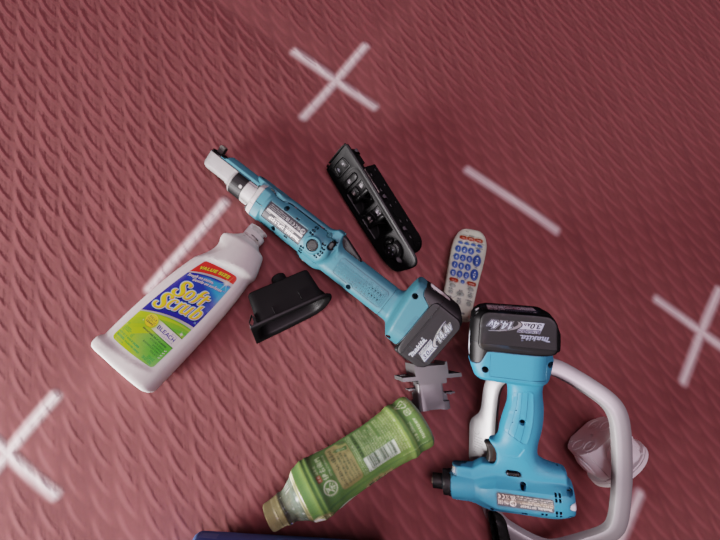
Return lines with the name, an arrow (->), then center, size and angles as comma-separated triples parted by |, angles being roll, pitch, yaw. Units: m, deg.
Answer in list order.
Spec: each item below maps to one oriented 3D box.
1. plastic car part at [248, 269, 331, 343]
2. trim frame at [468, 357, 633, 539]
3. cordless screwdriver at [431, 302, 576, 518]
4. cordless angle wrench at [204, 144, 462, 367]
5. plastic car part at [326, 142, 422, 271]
plastic car part -> -0.107, 0.040, 0.583 | 0.115, 0.064, 0.074 | -28, 68, -16
trim frame -> 0.235, 0.235, 0.537 | 0.190, 0.027, 0.248 | 1, 90, 19
cordless screwdriver -> 0.164, 0.168, 0.518 | 0.163, 0.072, 0.248 | -3, 91, 17
cordless angle wrench -> -0.058, -0.038, 0.593 | 0.431, 0.073, 0.098 | 38, 102, 9
plastic car part -> 0.027, -0.091, 0.629 | 0.064, 0.067, 0.207 | -17, 74, -44
